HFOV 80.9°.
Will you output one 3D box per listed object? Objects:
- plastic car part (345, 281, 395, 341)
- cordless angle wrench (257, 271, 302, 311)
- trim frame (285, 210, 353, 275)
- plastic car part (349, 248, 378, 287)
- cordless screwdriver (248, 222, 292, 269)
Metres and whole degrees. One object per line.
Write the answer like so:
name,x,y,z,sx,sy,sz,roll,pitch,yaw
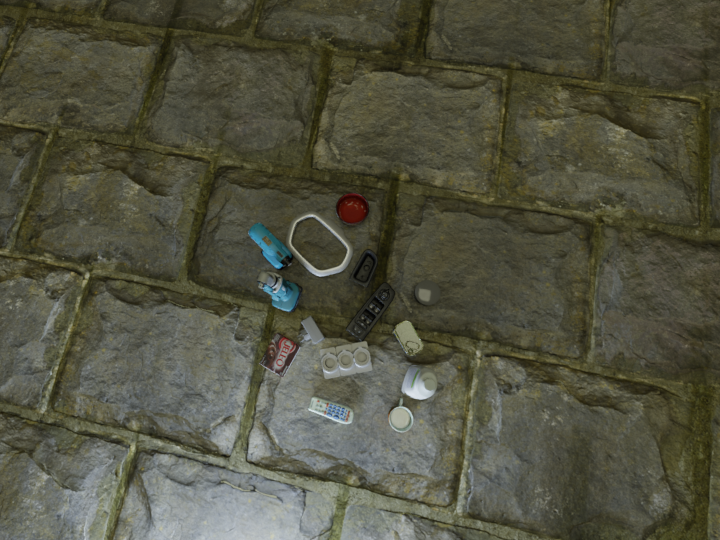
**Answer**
plastic car part,0.037,0.131,1.353,0.068,0.066,0.202,37,82,9
cordless angle wrench,-0.236,0.051,1.214,0.075,0.416,0.098,19,80,3
trim frame,-0.141,-0.092,1.441,0.254,0.027,0.183,42,83,12
plastic car part,0.017,-0.006,1.386,0.067,0.070,0.117,26,80,7
cordless screwdriver,-0.261,-0.054,1.329,0.074,0.244,0.163,-44,81,-8
